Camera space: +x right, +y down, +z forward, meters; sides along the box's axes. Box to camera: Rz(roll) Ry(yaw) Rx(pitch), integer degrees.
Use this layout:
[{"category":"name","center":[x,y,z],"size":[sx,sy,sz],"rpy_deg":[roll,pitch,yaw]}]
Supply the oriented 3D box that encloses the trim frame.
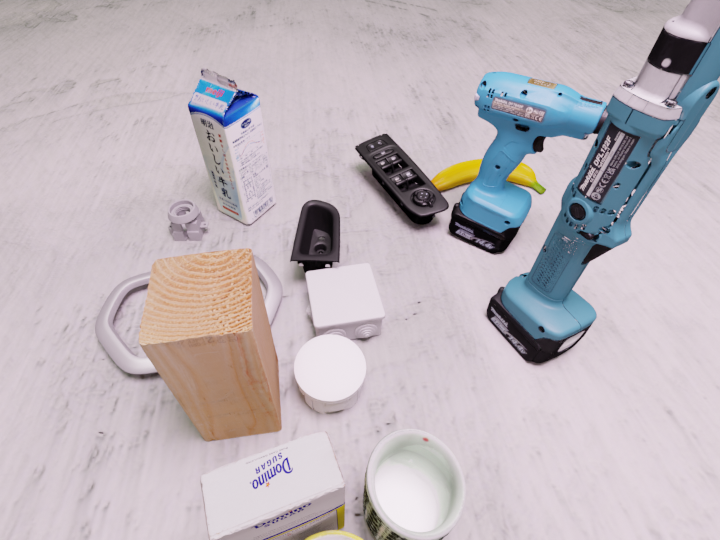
[{"category":"trim frame","center":[-0.228,0.048,0.574],"size":[0.245,0.026,0.193],"rpy_deg":[-15,49,-10]}]

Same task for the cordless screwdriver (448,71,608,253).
[{"category":"cordless screwdriver","center":[0.214,-0.128,0.563],"size":[0.166,0.241,0.073],"rpy_deg":[28,54,22]}]

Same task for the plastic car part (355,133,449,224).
[{"category":"plastic car part","center":[0.065,-0.146,0.705],"size":[0.065,0.065,0.214],"rpy_deg":[-21,51,-18]}]

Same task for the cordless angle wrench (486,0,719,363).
[{"category":"cordless angle wrench","center":[0.221,-0.060,0.390],"size":[0.073,0.409,0.103],"rpy_deg":[-20,52,-19]}]

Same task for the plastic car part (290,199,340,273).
[{"category":"plastic car part","center":[-0.060,-0.039,0.614],"size":[0.066,0.068,0.120],"rpy_deg":[1,48,2]}]
